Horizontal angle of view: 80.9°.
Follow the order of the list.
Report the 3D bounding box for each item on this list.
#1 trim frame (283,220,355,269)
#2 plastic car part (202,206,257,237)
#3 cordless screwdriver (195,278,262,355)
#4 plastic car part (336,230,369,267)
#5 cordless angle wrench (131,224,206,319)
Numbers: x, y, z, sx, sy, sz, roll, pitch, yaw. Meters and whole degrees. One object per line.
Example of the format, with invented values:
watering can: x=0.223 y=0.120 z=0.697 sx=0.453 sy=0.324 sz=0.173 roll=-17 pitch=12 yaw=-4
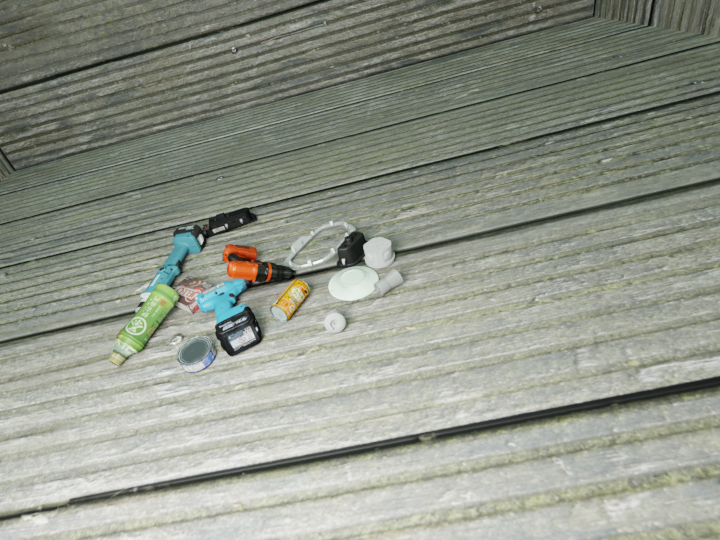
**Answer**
trim frame: x=-0.121 y=-0.079 z=1.235 sx=0.193 sy=0.026 sz=0.246 roll=3 pitch=41 yaw=40
plastic car part: x=-0.466 y=-0.176 z=1.489 sx=0.202 sy=0.065 sz=0.069 roll=-15 pitch=28 yaw=-2
cordless screwdriver: x=-0.312 y=0.095 z=1.061 sx=0.156 sy=0.071 sz=0.263 roll=-29 pitch=34 yaw=-18
plastic car part: x=-0.023 y=-0.066 z=1.161 sx=0.069 sy=0.068 sz=0.115 roll=12 pitch=41 yaw=34
cordless angle wrench: x=-0.587 y=0.013 z=1.280 sx=0.100 sy=0.071 sz=0.433 roll=-8 pitch=39 yaw=11
